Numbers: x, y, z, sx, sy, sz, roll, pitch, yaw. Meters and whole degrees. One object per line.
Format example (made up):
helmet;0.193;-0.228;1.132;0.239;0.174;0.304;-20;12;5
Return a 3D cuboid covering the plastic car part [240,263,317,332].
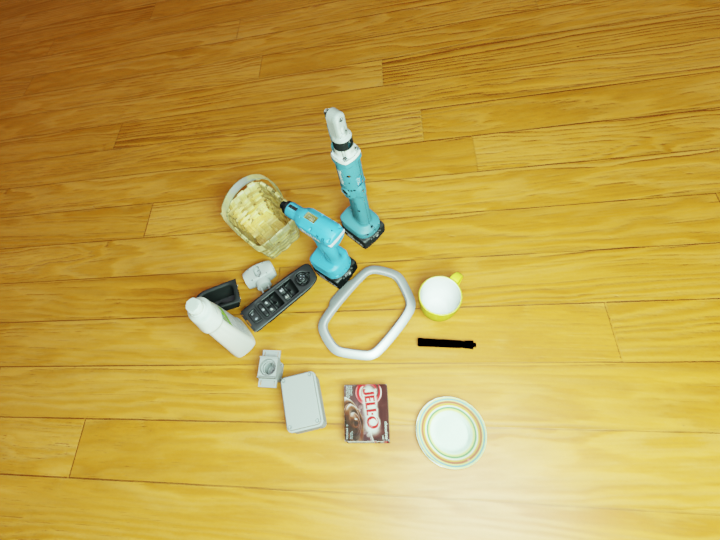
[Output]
plastic car part;-0.186;0.068;1.021;0.202;0.064;0.069;-41;63;-10

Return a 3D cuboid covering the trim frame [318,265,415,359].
trim frame;0.014;0.095;0.982;0.193;0.026;0.247;33;74;26

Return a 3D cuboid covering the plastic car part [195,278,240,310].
plastic car part;-0.349;0.079;1.052;0.117;0.068;0.069;-21;61;1

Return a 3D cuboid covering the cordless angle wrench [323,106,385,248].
cordless angle wrench;-0.017;-0.188;0.920;0.102;0.406;0.074;40;75;24

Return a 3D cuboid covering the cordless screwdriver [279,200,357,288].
cordless screwdriver;-0.095;-0.062;0.968;0.166;0.239;0.074;33;73;23
